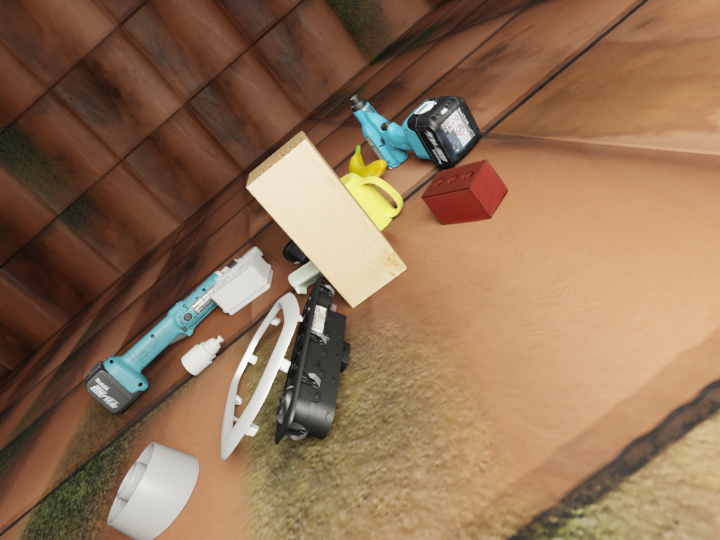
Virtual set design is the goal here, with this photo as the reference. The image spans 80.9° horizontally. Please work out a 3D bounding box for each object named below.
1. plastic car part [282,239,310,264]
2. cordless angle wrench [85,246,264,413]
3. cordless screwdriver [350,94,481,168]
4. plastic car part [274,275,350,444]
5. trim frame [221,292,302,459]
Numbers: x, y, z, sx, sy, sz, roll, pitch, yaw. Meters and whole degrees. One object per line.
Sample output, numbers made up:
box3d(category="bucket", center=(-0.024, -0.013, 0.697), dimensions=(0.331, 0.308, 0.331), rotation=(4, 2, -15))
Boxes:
box3d(category="plastic car part", center=(-0.072, -0.047, 0.737), dimensions=(0.116, 0.062, 0.075), rotation=(-48, 38, -9))
box3d(category="cordless angle wrench", center=(-0.362, 0.096, 0.876), dimensions=(0.420, 0.095, 0.077), rotation=(-47, 19, -20))
box3d(category="cordless screwdriver", center=(0.077, -0.253, 0.739), dimensions=(0.074, 0.153, 0.260), rotation=(-45, 26, -11))
box3d(category="plastic car part", center=(-0.048, 0.096, 0.451), dimensions=(0.066, 0.066, 0.206), rotation=(-55, 12, 31))
box3d(category="trim frame", center=(-0.120, 0.114, 0.504), dimensions=(0.184, 0.027, 0.255), rotation=(-60, 17, -3))
